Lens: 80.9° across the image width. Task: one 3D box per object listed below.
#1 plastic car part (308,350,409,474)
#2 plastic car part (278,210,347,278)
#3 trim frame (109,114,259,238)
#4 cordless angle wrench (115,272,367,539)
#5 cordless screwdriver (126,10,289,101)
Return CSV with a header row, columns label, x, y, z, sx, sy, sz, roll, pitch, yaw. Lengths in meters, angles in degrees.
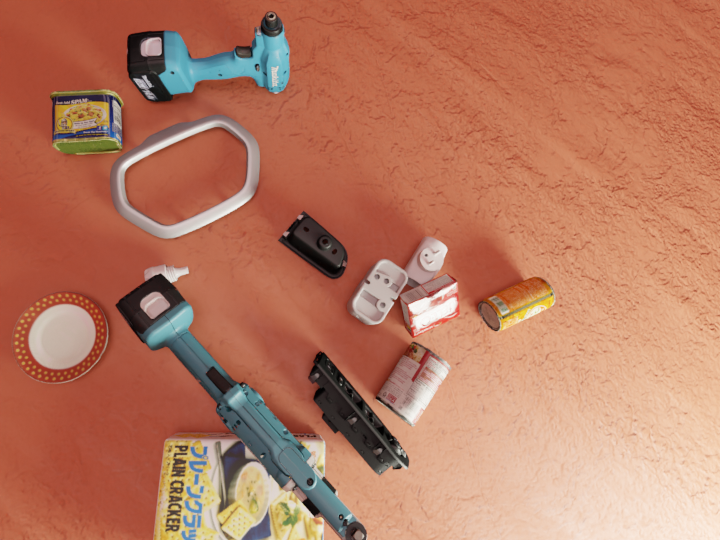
label,x,y,z,sx,sy,sz,roll,pitch,yaw
plastic car part,-0.010,0.216,0.612,0.205,0.066,0.067,45,86,4
plastic car part,-0.065,-0.042,0.660,0.118,0.070,0.066,38,78,5
trim frame,-0.280,-0.158,0.687,0.246,0.027,0.186,-30,83,-10
cordless angle wrench,-0.155,0.179,0.549,0.435,0.096,0.073,42,61,14
cordless screwdriver,-0.236,-0.338,0.664,0.247,0.159,0.075,-5,81,-6
